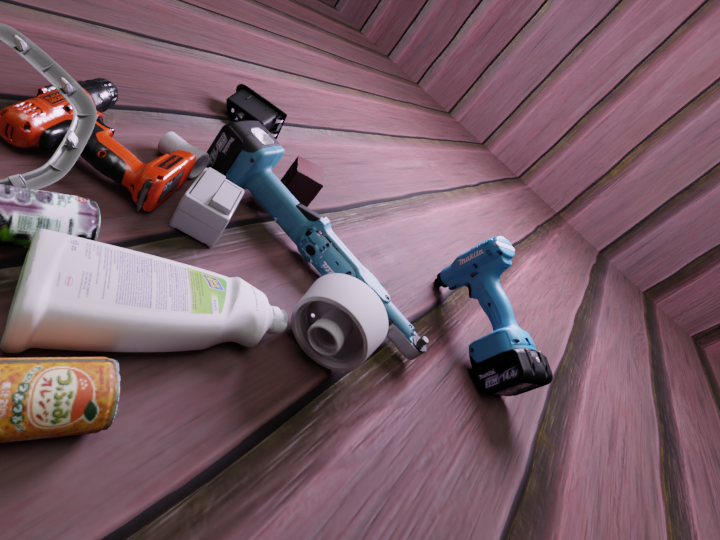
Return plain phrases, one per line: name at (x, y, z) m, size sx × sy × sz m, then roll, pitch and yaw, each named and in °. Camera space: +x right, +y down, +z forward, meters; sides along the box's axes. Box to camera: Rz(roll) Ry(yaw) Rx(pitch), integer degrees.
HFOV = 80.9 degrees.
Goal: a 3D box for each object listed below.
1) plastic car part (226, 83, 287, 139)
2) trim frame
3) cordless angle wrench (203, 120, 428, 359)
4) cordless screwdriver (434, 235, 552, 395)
plastic car part at (-0.212, -0.299, 0.812) m, size 0.116 × 0.066 × 0.071 m, roll 36°, pitch 46°, yaw -1°
trim frame at (-0.391, -0.172, 0.426) m, size 0.251 × 0.027 × 0.182 m, roll 42°, pitch 63°, yaw 4°
cordless angle wrench at (-0.060, -0.039, 0.616) m, size 0.428 × 0.099 × 0.072 m, roll 49°, pitch 32°, yaw 7°
cordless screwdriver at (0.206, 0.080, 0.711) m, size 0.071 × 0.162 × 0.256 m, roll 15°, pitch 55°, yaw -33°
